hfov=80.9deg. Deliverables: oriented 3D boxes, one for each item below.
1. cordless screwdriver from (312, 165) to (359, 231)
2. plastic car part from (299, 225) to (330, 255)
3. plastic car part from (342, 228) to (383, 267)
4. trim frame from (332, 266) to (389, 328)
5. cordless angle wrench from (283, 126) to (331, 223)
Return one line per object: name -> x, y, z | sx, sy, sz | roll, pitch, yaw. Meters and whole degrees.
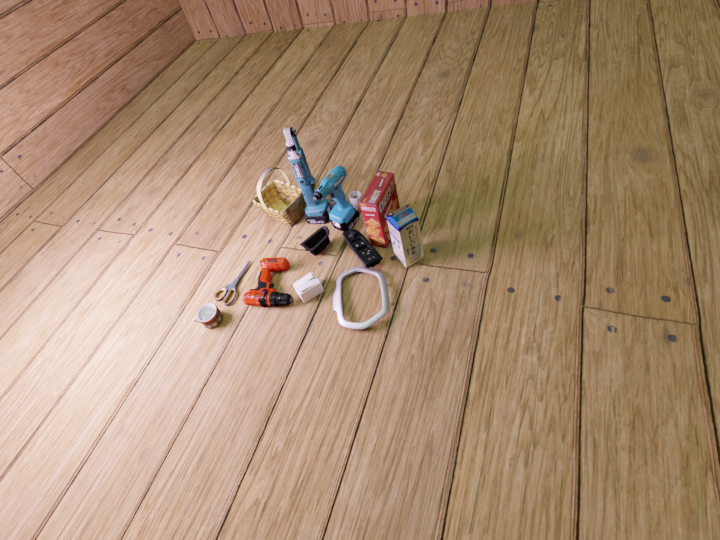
cordless screwdriver -> -0.090, -0.236, 1.517 | 0.078, 0.237, 0.158 | 24, 61, 30
plastic car part -> -0.150, -0.098, 1.535 | 0.115, 0.068, 0.070 | -41, 52, -17
plastic car part -> 0.005, -0.074, 1.466 | 0.066, 0.064, 0.214 | -29, 49, -8
trim frame -> -0.002, 0.084, 1.363 | 0.186, 0.026, 0.257 | -12, 49, 8
cordless angle wrench -> -0.202, -0.336, 1.525 | 0.101, 0.403, 0.076 | 1, 51, 16
